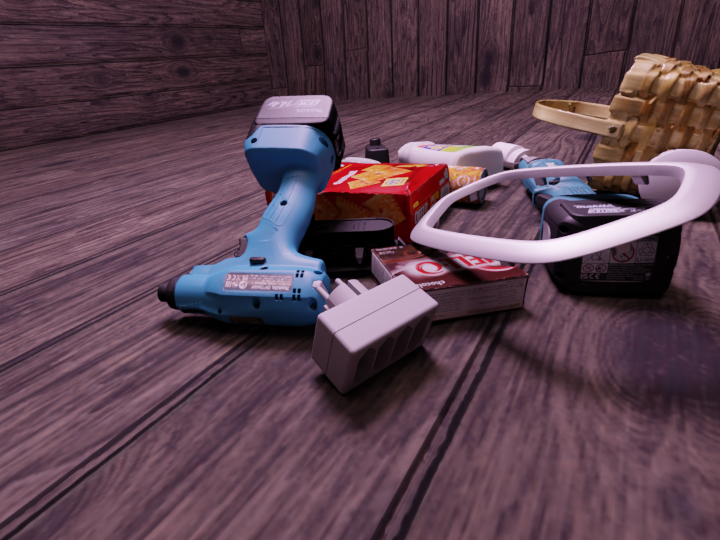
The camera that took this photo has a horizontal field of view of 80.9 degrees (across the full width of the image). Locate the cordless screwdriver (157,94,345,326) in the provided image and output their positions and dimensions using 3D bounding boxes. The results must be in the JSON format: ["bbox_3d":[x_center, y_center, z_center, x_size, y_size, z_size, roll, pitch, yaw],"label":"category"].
[{"bbox_3d":[-0.099,-0.065,0.427,0.163,0.071,0.254,-1,59,12],"label":"cordless screwdriver"}]

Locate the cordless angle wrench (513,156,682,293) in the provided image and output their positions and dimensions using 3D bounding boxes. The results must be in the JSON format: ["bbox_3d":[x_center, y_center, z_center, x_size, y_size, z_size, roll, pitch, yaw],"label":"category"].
[{"bbox_3d":[0.255,-0.099,0.541,0.100,0.072,0.424,-1,24,12],"label":"cordless angle wrench"}]

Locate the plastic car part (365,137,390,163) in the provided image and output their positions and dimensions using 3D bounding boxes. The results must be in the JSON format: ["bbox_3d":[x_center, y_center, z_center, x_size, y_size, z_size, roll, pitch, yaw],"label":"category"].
[{"bbox_3d":[0.031,-0.228,0.846,0.066,0.069,0.120,-4,28,-3],"label":"plastic car part"}]

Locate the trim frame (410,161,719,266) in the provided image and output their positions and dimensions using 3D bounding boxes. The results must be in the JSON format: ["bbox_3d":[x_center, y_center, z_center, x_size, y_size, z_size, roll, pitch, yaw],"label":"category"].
[{"bbox_3d":[0.154,-0.056,0.371,0.181,0.027,0.259,-33,21,-18],"label":"trim frame"}]

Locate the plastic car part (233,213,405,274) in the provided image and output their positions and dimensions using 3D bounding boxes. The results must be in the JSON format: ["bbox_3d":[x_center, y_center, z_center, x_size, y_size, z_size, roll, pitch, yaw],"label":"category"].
[{"bbox_3d":[-0.046,-0.030,0.472,0.206,0.066,0.066,2,18,10],"label":"plastic car part"}]
